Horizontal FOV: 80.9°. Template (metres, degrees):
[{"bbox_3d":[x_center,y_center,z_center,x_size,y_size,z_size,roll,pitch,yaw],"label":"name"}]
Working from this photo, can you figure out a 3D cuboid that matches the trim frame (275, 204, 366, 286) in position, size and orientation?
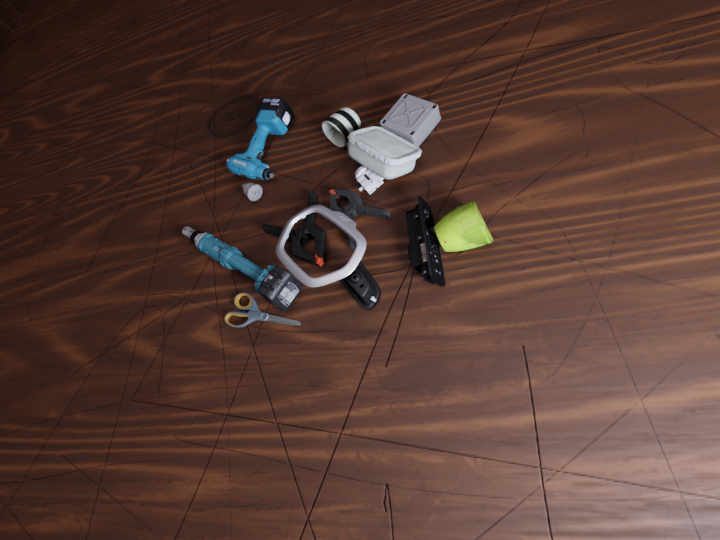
[{"bbox_3d":[-0.094,-0.061,0.959,0.184,0.026,0.263,-46,49,-5],"label":"trim frame"}]

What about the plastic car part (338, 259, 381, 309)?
[{"bbox_3d":[-0.006,0.022,0.913,0.066,0.067,0.123,-39,55,0],"label":"plastic car part"}]

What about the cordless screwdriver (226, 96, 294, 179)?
[{"bbox_3d":[-0.269,-0.374,1.219,0.167,0.070,0.249,20,78,28],"label":"cordless screwdriver"}]

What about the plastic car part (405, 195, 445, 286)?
[{"bbox_3d":[0.134,-0.062,0.907,0.069,0.063,0.208,-23,57,39],"label":"plastic car part"}]

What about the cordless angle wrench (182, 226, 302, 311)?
[{"bbox_3d":[-0.327,-0.031,1.063,0.446,0.093,0.074,26,74,34],"label":"cordless angle wrench"}]
